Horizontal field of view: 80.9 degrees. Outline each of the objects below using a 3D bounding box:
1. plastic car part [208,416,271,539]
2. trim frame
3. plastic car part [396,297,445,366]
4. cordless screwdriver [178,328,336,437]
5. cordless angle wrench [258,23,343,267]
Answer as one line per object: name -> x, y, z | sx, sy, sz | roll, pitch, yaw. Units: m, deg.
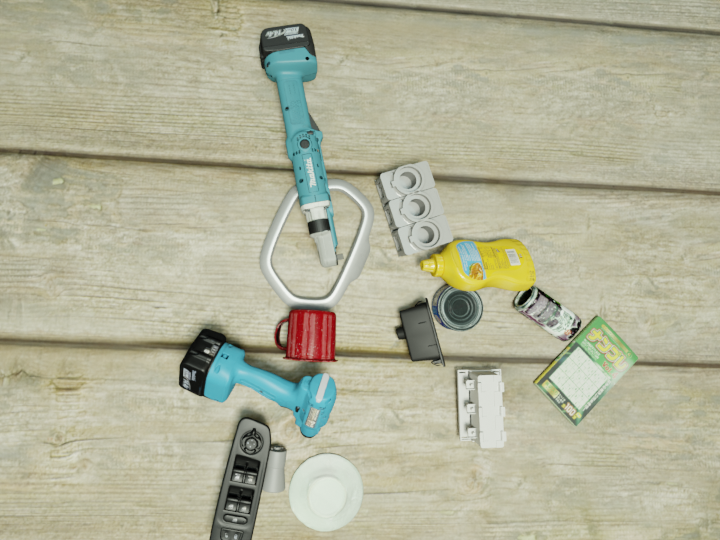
plastic car part -> -0.190, 0.342, 0.698 | 0.067, 0.067, 0.203 | 12, 88, 1
trim frame -> -0.074, -0.049, 0.762 | 0.184, 0.027, 0.249 | 22, 82, -1
plastic car part -> 0.101, 0.113, 0.746 | 0.072, 0.065, 0.118 | -18, 84, 7
cordless screwdriver -> -0.169, 0.198, 0.696 | 0.252, 0.156, 0.075 | 18, 42, 5
cordless angle wrench -> -0.096, -0.213, 0.737 | 0.097, 0.074, 0.427 | -11, 83, -6
